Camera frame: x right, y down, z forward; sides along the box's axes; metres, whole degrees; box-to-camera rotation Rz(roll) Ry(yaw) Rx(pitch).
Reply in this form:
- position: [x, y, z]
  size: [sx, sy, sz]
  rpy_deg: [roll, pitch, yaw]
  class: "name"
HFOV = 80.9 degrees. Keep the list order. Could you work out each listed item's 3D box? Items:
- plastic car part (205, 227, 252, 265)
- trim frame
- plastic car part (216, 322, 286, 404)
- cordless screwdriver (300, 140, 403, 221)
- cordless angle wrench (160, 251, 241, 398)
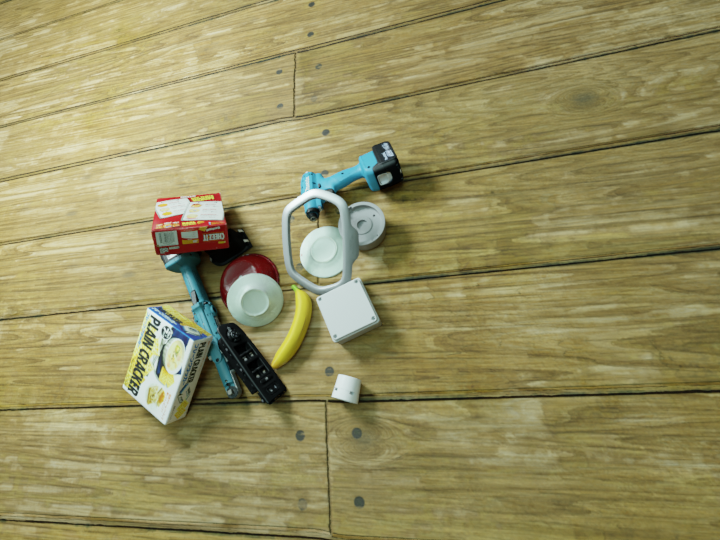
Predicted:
- position: [-0.347, -0.063, 1.076]
  size: [0.116, 0.068, 0.069]
  rpy_deg: [-34, 63, -1]
  class: "plastic car part"
- position: [-0.094, -0.062, 0.963]
  size: [0.191, 0.027, 0.245]
  rpy_deg: [3, 101, 22]
  class: "trim frame"
- position: [-0.252, 0.205, 0.938]
  size: [0.207, 0.064, 0.068]
  rpy_deg: [53, 130, 10]
  class: "plastic car part"
- position: [-0.025, -0.206, 1.009]
  size: [0.253, 0.070, 0.165]
  rpy_deg: [-18, 46, 12]
  class: "cordless screwdriver"
- position: [-0.375, 0.106, 1.018]
  size: [0.074, 0.094, 0.438]
  rpy_deg: [-31, 69, 2]
  class: "cordless angle wrench"
